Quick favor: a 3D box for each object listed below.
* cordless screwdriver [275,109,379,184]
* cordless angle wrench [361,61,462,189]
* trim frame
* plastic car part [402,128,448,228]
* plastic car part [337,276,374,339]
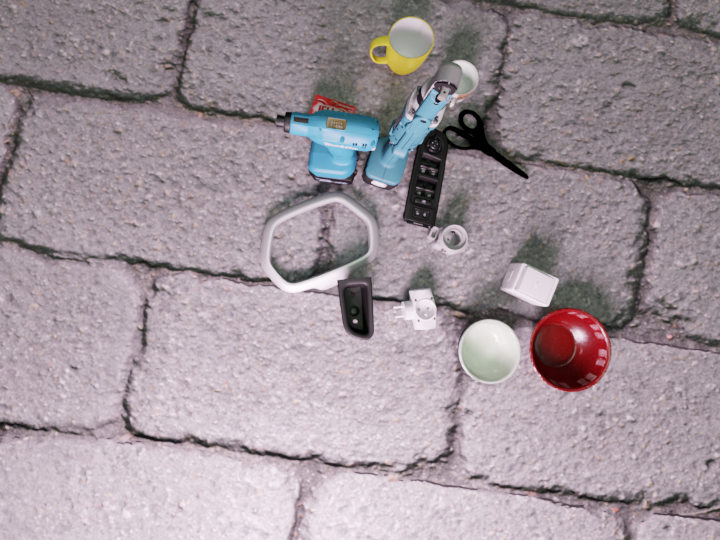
[{"bbox_3d":[-0.065,-0.220,0.754,0.158,0.250,0.074,8,88,-6],"label":"cordless screwdriver"},{"bbox_3d":[0.073,-0.217,0.671,0.074,0.425,0.098,19,87,-7],"label":"cordless angle wrench"},{"bbox_3d":[-0.083,-0.055,0.852,0.247,0.027,0.185,-23,87,-3],"label":"trim frame"},{"bbox_3d":[0.129,-0.185,0.849,0.066,0.067,0.203,13,86,-4],"label":"plastic car part"},{"bbox_3d":[-0.010,0.073,0.824,0.066,0.071,0.117,-5,87,-5],"label":"plastic car part"}]
